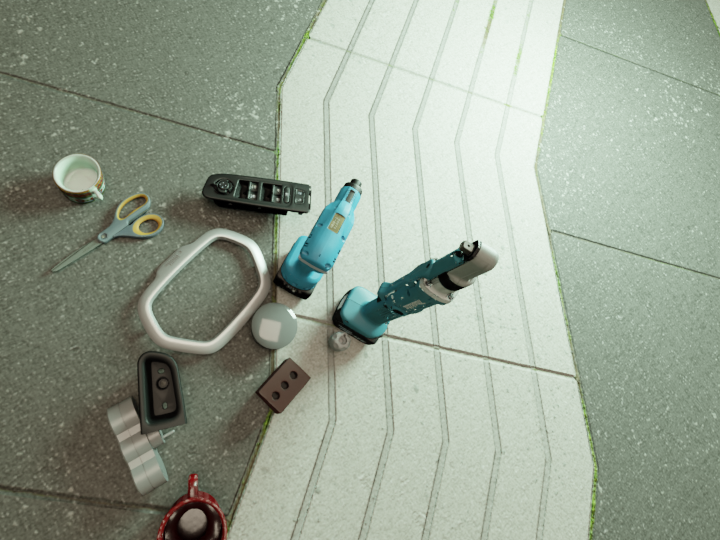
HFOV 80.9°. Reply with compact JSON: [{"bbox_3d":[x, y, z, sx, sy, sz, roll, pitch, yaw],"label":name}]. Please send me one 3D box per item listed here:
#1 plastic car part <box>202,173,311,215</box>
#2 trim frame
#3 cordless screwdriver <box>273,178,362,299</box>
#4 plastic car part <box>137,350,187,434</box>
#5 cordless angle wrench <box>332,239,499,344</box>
[{"bbox_3d":[-0.199,-0.143,0.815,0.198,0.067,0.067,8,71,-13],"label":"plastic car part"},{"bbox_3d":[-0.273,0.033,0.755,0.184,0.027,0.247,38,66,0],"label":"trim frame"},{"bbox_3d":[-0.070,-0.046,0.716,0.073,0.251,0.160,30,67,-9],"label":"cordless screwdriver"},{"bbox_3d":[-0.314,0.187,0.667,0.064,0.071,0.119,-8,75,-20],"label":"plastic car part"},{"bbox_3d":[0.064,0.039,0.627,0.097,0.426,0.074,33,67,-8],"label":"cordless angle wrench"}]
